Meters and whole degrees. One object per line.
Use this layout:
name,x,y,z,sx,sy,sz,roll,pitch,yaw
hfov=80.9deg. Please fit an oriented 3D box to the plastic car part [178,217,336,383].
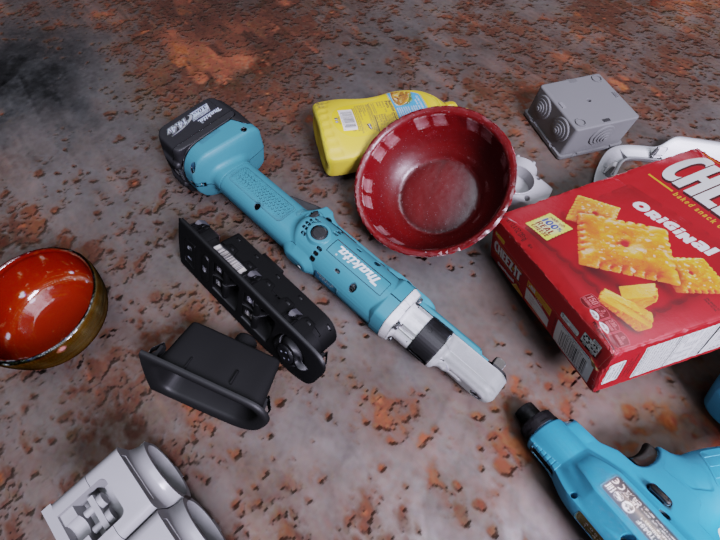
plastic car part,-0.098,0.023,0.410,0.212,0.065,0.065,43,42,23

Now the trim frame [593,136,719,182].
trim frame,0.394,-0.076,0.473,0.253,0.027,0.187,10,60,9

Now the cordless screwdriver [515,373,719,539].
cordless screwdriver,0.265,0.127,0.328,0.246,0.071,0.168,-25,45,-12

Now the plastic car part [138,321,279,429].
plastic car part,-0.123,0.086,0.375,0.118,0.064,0.071,18,48,6

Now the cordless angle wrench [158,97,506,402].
cordless angle wrench,-0.042,-0.028,0.431,0.438,0.072,0.097,40,68,19
